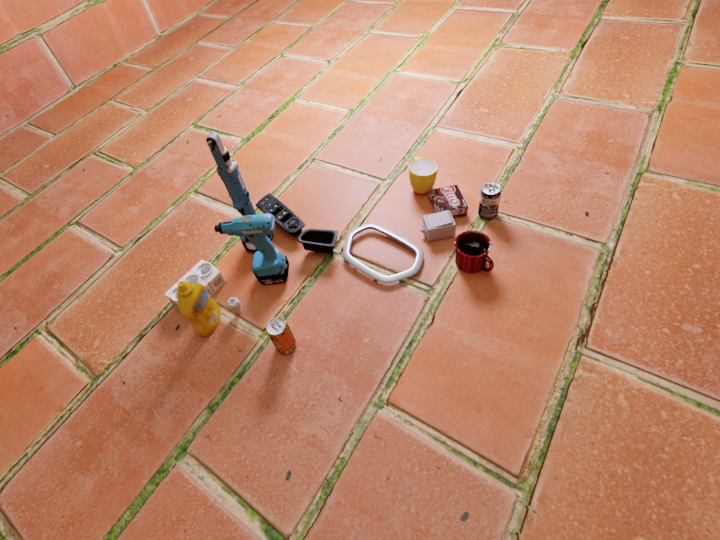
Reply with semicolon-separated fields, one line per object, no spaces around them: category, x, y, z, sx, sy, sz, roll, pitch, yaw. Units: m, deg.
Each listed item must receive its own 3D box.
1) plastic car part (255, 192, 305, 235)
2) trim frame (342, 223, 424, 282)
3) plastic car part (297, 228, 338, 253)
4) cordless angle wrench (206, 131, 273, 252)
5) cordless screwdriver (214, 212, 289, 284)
plastic car part;-0.256;-0.171;1.374;0.065;0.064;0.214;-39;54;-20
trim frame;0.063;-0.054;1.233;0.262;0.026;0.182;30;63;31
plastic car part;-0.124;-0.081;1.270;0.120;0.068;0.067;5;53;15
cordless angle wrench;-0.347;-0.214;1.207;0.076;0.405;0.099;6;53;13
cordless screwdriver;-0.294;-0.058;1.179;0.161;0.238;0.076;-4;51;7
